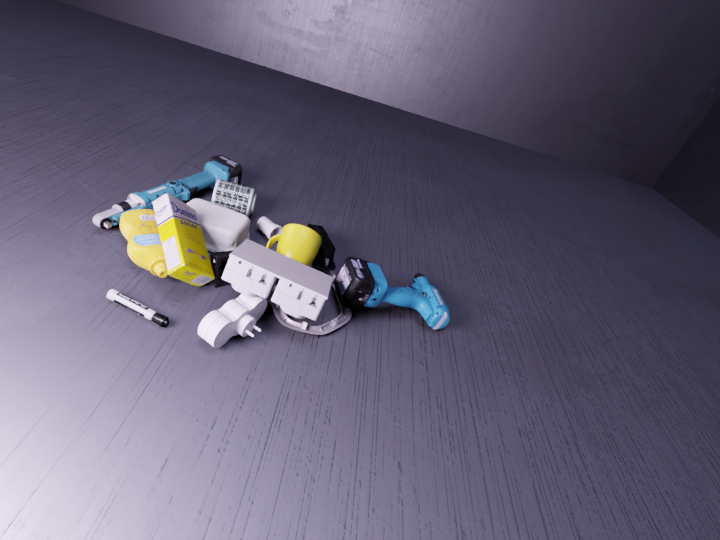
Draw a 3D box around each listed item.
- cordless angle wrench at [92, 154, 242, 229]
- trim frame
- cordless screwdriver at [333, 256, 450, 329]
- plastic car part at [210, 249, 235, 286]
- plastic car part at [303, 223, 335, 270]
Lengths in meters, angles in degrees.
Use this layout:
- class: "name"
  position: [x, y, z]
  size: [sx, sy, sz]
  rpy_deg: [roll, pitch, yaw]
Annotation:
- class: "cordless angle wrench"
  position: [-0.458, -0.190, 1.035]
  size: [0.101, 0.073, 0.416]
  rpy_deg: [27, 36, 14]
- class: "trim frame"
  position: [-0.118, 0.041, 0.885]
  size: [0.178, 0.027, 0.261]
  rpy_deg: [1, 37, -22]
- class: "cordless screwdriver"
  position: [0.067, 0.035, 0.922]
  size: [0.240, 0.074, 0.165]
  rpy_deg: [16, 31, -20]
- class: "plastic car part"
  position: [-0.265, -0.018, 0.880]
  size: [0.075, 0.065, 0.112]
  rpy_deg: [26, 27, 37]
- class: "plastic car part"
  position: [-0.097, -0.064, 0.996]
  size: [0.064, 0.067, 0.212]
  rpy_deg: [17, 24, -26]
